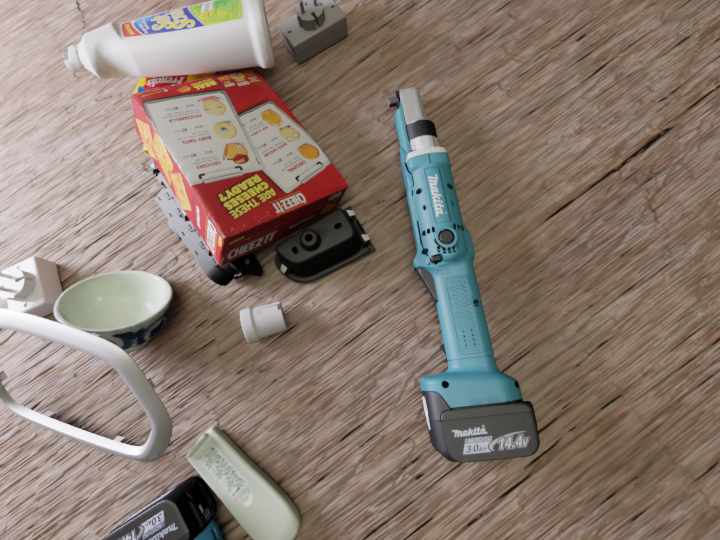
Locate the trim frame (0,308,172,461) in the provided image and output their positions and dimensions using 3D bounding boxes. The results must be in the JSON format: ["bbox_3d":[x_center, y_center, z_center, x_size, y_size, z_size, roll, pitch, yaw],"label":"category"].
[{"bbox_3d":[-0.308,0.126,0.448,0.253,0.027,0.180,12,117,10],"label":"trim frame"}]

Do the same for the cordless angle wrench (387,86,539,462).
[{"bbox_3d":[0.090,-0.027,0.472,0.099,0.072,0.432,-9,72,3],"label":"cordless angle wrench"}]

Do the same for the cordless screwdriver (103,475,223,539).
[{"bbox_3d":[-0.159,0.349,0.401,0.159,0.073,0.255,-37,78,-3],"label":"cordless screwdriver"}]

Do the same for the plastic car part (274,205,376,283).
[{"bbox_3d":[-0.048,-0.031,0.489,0.116,0.069,0.068,-28,75,-4],"label":"plastic car part"}]

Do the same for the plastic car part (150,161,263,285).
[{"bbox_3d":[-0.200,-0.059,0.522,0.067,0.064,0.210,-45,73,8],"label":"plastic car part"}]
